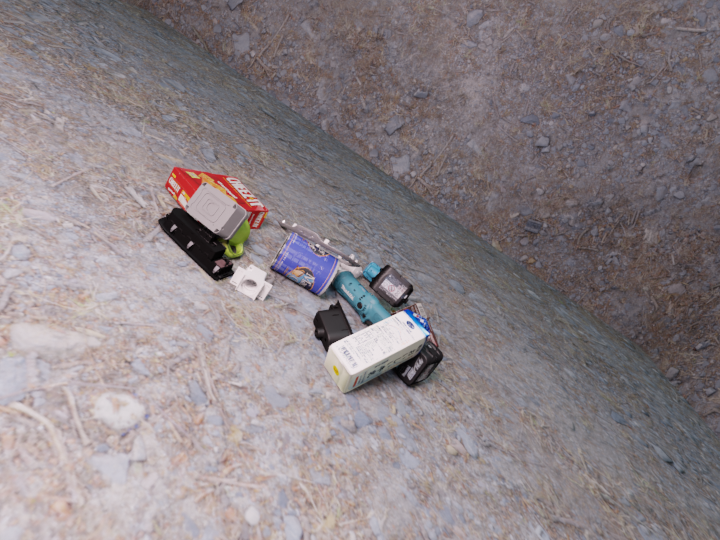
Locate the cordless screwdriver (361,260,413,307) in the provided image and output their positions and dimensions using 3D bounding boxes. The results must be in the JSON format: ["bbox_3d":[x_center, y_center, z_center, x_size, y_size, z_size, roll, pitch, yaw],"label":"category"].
[{"bbox_3d":[0.087,0.049,1.152,0.158,0.074,0.250,41,0,-5],"label":"cordless screwdriver"}]

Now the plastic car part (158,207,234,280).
[{"bbox_3d":[-0.349,-0.066,0.899,0.209,0.067,0.065,37,30,14],"label":"plastic car part"}]

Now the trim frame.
[{"bbox_3d":[-0.104,-0.068,1.068,0.260,0.027,0.176,29,-4,24],"label":"trim frame"}]

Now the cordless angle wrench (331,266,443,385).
[{"bbox_3d":[0.015,0.088,1.041,0.071,0.097,0.446,2,35,-48],"label":"cordless angle wrench"}]

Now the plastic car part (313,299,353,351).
[{"bbox_3d":[-0.065,0.126,0.902,0.068,0.065,0.122,4,38,-26],"label":"plastic car part"}]
